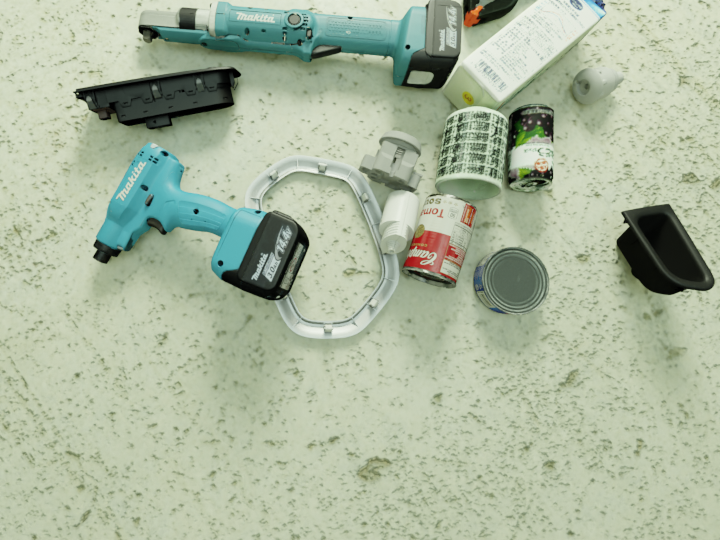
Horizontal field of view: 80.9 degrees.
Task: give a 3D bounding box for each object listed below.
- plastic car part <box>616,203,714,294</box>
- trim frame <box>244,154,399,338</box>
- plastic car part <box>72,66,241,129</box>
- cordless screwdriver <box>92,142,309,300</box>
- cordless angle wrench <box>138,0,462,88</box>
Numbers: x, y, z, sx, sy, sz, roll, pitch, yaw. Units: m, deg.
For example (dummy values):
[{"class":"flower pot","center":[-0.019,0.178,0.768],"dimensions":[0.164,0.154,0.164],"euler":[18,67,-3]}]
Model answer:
[{"class":"plastic car part","center":[0.374,-0.017,0.539],"dimensions":[0.065,0.069,0.120],"euler":[-10,67,-6]},{"class":"trim frame","center":[-0.053,-0.035,0.546],"dimensions":[0.183,0.027,0.251],"euler":[-19,84,-4]},{"class":"plastic car part","center":[-0.251,-0.223,0.548],"dimensions":[0.202,0.067,0.067],"euler":[-16,95,-5]},{"class":"cordless screwdriver","center":[-0.196,-0.037,0.505],"dimensions":[0.255,0.072,0.159],"euler":[27,84,12]},{"class":"cordless angle wrench","center":[-0.086,-0.317,0.568],"dimensions":[0.423,0.074,0.099],"euler":[5,82,0]}]
